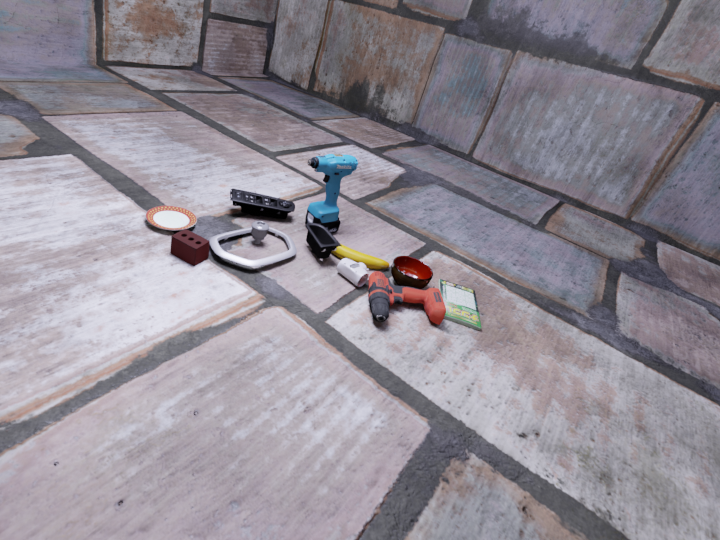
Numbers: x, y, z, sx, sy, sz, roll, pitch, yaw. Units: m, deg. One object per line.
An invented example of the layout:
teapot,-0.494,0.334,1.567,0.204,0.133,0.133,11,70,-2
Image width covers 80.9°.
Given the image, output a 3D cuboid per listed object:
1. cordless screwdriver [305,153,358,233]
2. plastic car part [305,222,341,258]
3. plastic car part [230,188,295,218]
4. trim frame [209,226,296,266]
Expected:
cordless screwdriver,-0.109,-0.226,1.252,0.152,0.245,0.078,-7,39,-37
plastic car part,-0.115,-0.075,1.176,0.063,0.070,0.123,-5,37,-34
plastic car part,-0.298,-0.194,1.288,0.197,0.066,0.069,5,32,-19
trim frame,-0.281,-0.069,1.128,0.193,0.027,0.240,33,35,27
